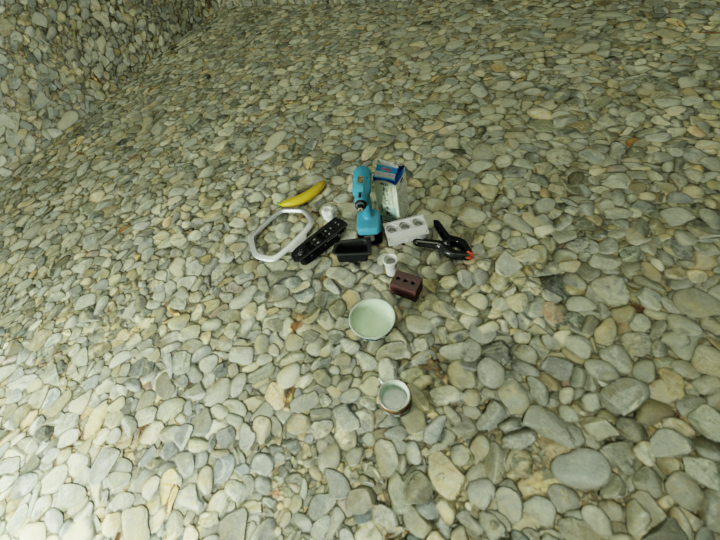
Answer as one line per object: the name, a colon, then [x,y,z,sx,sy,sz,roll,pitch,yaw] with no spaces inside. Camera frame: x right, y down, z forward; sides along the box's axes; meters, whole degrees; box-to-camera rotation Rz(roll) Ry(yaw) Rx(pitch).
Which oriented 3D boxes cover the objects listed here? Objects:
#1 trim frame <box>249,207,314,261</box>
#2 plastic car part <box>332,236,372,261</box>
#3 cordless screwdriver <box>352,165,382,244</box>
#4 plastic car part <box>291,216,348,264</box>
trim frame: [-0.265,-0.125,1.422,0.194,0.026,0.246,29,64,32]
plastic car part: [-0.022,-0.052,1.272,0.118,0.068,0.068,-6,51,9]
cordless screwdriver: [0.017,-0.166,1.241,0.076,0.238,0.163,-3,51,9]
plastic car part: [-0.130,-0.085,1.329,0.201,0.064,0.070,-37,53,-15]
